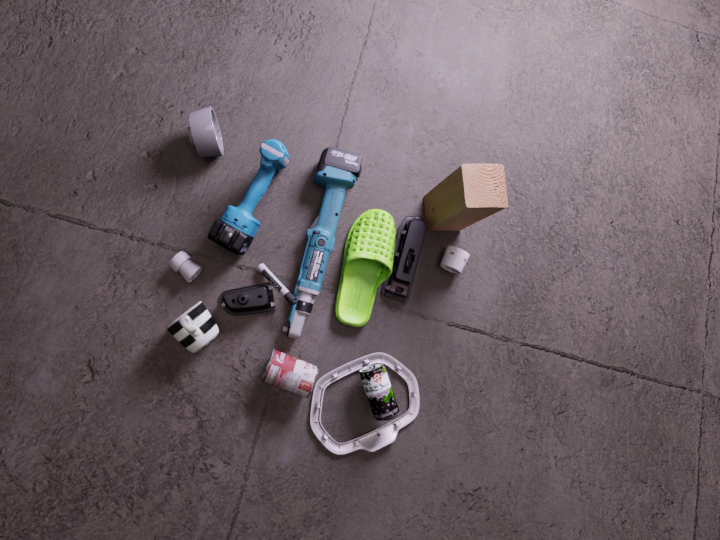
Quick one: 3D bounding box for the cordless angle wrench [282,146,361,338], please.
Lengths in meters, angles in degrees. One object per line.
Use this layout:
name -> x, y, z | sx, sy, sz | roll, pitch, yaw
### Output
cordless angle wrench -> -0.091, -0.060, 0.932 | 0.097, 0.075, 0.425 | 15, 80, -6

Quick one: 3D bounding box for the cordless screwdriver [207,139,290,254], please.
cordless screwdriver -> -0.226, -0.157, 0.912 | 0.074, 0.160, 0.248 | 29, 93, -4

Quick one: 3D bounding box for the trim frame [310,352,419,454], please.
trim frame -> 0.011, 0.284, 0.902 | 0.245, 0.028, 0.186 | -21, 84, -12

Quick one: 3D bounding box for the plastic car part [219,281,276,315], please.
plastic car part -> -0.238, 0.061, 0.889 | 0.114, 0.071, 0.067 | -8, 82, -13

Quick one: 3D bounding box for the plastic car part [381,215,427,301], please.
plastic car part -> 0.106, -0.036, 0.957 | 0.066, 0.066, 0.204 | 16, 75, 0
